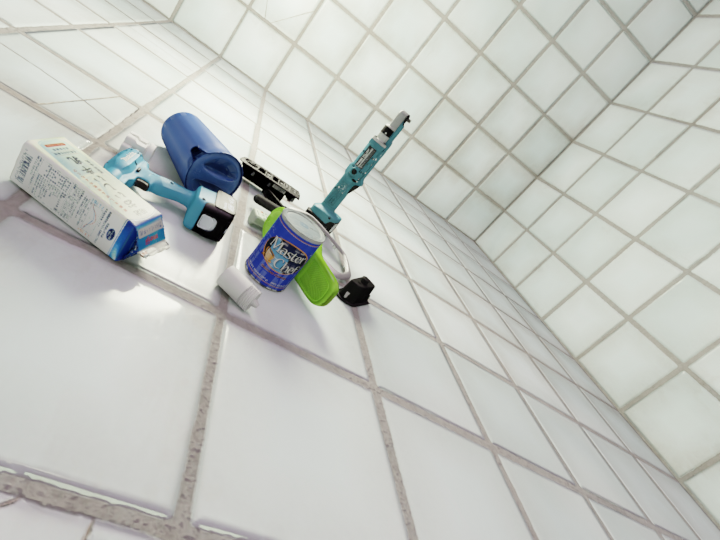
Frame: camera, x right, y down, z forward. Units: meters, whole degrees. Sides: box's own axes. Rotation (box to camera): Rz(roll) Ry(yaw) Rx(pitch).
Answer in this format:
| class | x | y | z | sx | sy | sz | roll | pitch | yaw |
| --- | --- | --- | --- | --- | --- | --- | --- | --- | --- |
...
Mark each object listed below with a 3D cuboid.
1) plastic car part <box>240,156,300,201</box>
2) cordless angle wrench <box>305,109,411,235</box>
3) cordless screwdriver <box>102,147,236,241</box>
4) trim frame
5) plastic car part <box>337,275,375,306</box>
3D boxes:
| class | x | y | z | sx | sy | sz | roll | pitch | yaw |
| --- | --- | --- | --- | --- | --- | --- | --- | --- | --- |
| plastic car part | -0.273 | -0.260 | 1.237 | 0.196 | 0.068 | 0.068 | 37 | 27 | -17 |
| cordless angle wrench | -0.010 | -0.280 | 1.213 | 0.100 | 0.425 | 0.072 | 45 | 20 | 10 |
| cordless screwdriver | -0.365 | -0.140 | 0.808 | 0.240 | 0.074 | 0.164 | 28 | 23 | -19 |
| trim frame | -0.110 | -0.072 | 1.128 | 0.247 | 0.028 | 0.183 | 49 | 20 | -5 |
| plastic car part | -0.004 | 0.044 | 1.050 | 0.068 | 0.071 | 0.112 | 46 | 17 | 19 |
